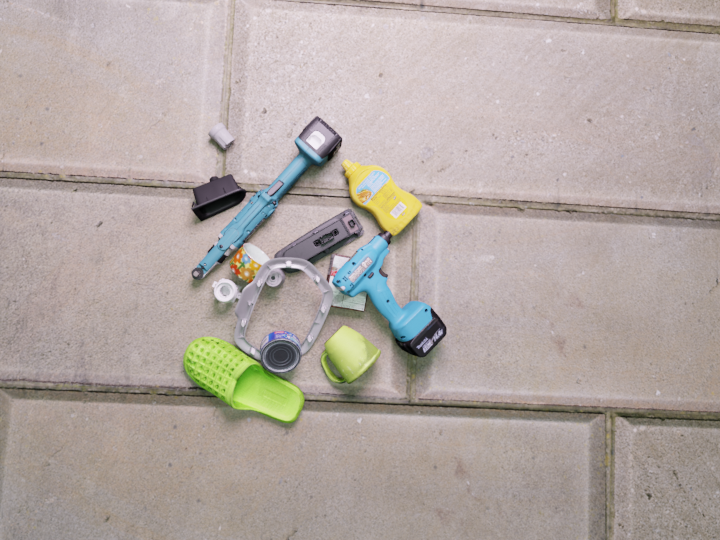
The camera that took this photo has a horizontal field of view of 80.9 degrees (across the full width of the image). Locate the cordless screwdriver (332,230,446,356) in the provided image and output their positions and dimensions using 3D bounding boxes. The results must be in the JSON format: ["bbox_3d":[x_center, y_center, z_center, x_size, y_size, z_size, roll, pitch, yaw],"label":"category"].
[{"bbox_3d":[0.076,0.048,0.876,0.245,0.076,0.158,45,78,-8],"label":"cordless screwdriver"}]

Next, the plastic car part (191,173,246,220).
[{"bbox_3d":[-0.310,-0.166,0.906,0.116,0.065,0.073,-28,76,-8],"label":"plastic car part"}]

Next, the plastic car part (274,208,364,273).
[{"bbox_3d":[-0.088,-0.058,0.905,0.203,0.068,0.065,-30,98,-1],"label":"plastic car part"}]

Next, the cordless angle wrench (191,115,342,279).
[{"bbox_3d":[-0.207,-0.140,0.896,0.074,0.098,0.423,43,90,-3],"label":"cordless angle wrench"}]

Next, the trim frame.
[{"bbox_3d":[-0.162,0.087,0.868,0.180,0.028,0.247,22,108,-13],"label":"trim frame"}]
